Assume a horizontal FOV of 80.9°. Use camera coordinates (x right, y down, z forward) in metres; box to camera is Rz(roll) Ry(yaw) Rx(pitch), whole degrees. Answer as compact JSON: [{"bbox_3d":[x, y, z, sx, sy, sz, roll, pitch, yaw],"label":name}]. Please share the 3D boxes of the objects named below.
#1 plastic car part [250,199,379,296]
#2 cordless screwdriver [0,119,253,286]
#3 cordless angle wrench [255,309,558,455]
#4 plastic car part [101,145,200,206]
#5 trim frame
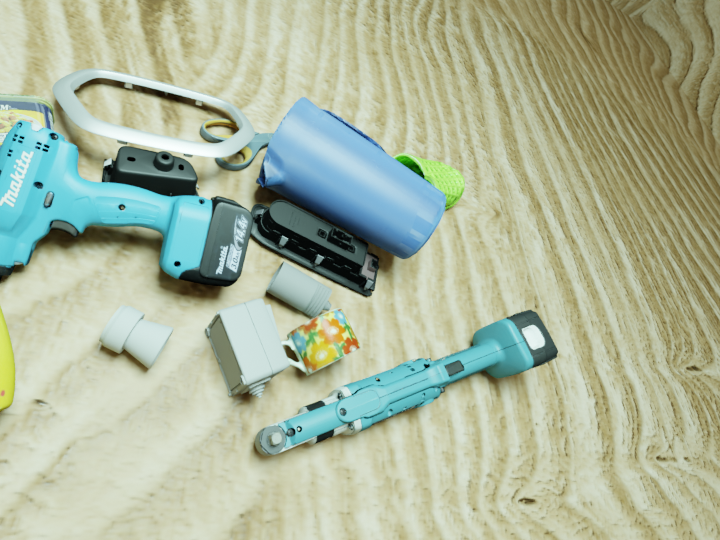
[{"bbox_3d":[-0.056,-0.037,0.574,0.199,0.067,0.067,24,60,-11],"label":"plastic car part"},{"bbox_3d":[-0.248,-0.035,0.443,0.239,0.077,0.159,18,87,-24],"label":"cordless screwdriver"},{"bbox_3d":[0.070,0.138,0.522,0.408,0.098,0.076,-12,70,-29],"label":"cordless angle wrench"},{"bbox_3d":[-0.247,-0.115,0.508,0.112,0.071,0.068,3,62,-25],"label":"plastic car part"},{"bbox_3d":[-0.261,-0.208,0.556,0.240,0.027,0.192,4,44,-23],"label":"trim frame"}]
